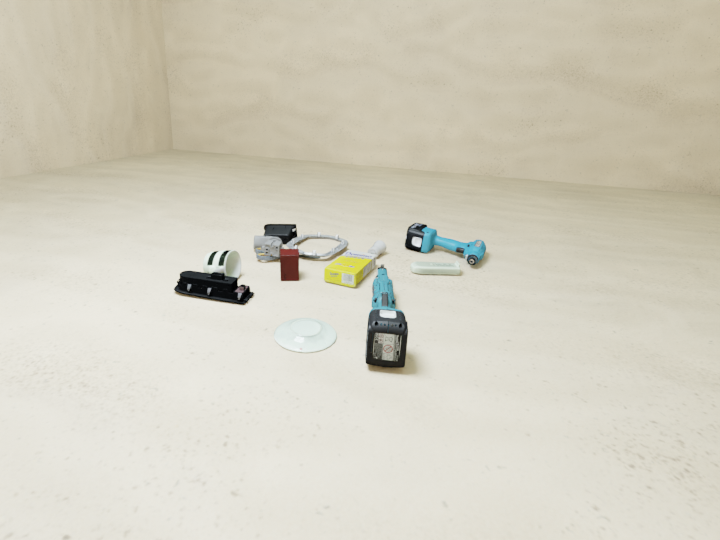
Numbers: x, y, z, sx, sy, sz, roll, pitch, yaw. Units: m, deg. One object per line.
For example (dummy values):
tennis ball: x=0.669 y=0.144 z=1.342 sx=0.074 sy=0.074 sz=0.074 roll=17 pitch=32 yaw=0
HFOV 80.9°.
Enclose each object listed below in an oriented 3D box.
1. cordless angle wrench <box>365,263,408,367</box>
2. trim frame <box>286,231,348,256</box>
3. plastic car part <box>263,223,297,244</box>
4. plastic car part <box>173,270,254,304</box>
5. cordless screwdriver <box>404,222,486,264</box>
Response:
cordless angle wrench: x=0.053 y=0.073 z=0.966 sx=0.075 sy=0.096 sz=0.427 roll=4 pitch=18 yaw=1
trim frame: x=-0.136 y=-0.089 z=1.387 sx=0.190 sy=0.027 sz=0.244 roll=12 pitch=19 yaw=16
plastic car part: x=-0.276 y=-0.117 z=1.428 sx=0.118 sy=0.064 sz=0.072 roll=1 pitch=35 yaw=6
plastic car part: x=-0.369 y=0.037 z=1.045 sx=0.207 sy=0.065 sz=0.067 roll=4 pitch=28 yaw=12
cordless screwdriver: x=0.268 y=-0.080 z=1.360 sx=0.259 sy=0.073 sz=0.156 roll=16 pitch=25 yaw=21
